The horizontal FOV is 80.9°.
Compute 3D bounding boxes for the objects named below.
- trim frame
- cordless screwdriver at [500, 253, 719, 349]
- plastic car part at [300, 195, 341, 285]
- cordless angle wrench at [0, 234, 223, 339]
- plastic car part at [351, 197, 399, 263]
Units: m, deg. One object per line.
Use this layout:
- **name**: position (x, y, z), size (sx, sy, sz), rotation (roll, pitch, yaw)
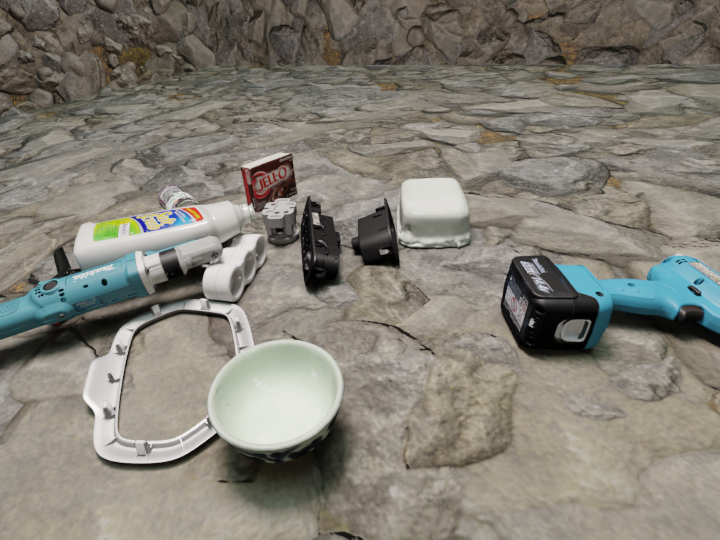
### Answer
- **trim frame**: position (-0.214, 0.105, 0.486), size (0.181, 0.026, 0.261), rotation (-15, 36, -12)
- **cordless screwdriver**: position (0.299, 0.046, 0.460), size (0.248, 0.072, 0.164), rotation (-3, 33, -3)
- **plastic car part**: position (-0.065, -0.043, 0.665), size (0.065, 0.066, 0.209), rotation (17, 29, -15)
- **cordless angle wrench**: position (-0.381, 0.036, 0.535), size (0.416, 0.071, 0.103), rotation (-20, 46, -14)
- **plastic car part**: position (0.021, -0.053, 0.670), size (0.072, 0.063, 0.119), rotation (-13, 34, 14)
